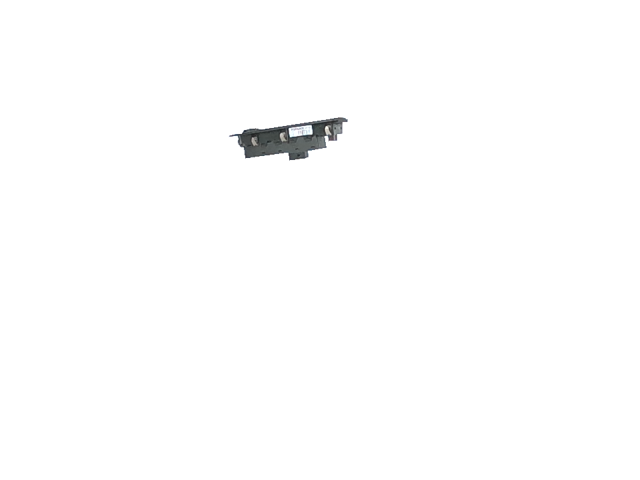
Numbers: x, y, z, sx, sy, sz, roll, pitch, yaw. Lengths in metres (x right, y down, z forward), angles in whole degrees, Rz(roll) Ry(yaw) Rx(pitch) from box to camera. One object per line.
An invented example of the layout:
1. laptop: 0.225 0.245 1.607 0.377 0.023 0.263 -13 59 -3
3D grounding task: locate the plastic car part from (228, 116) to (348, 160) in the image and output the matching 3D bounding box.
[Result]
1. plastic car part: -0.055 -0.169 0.709 0.204 0.067 0.066 2 25 22
